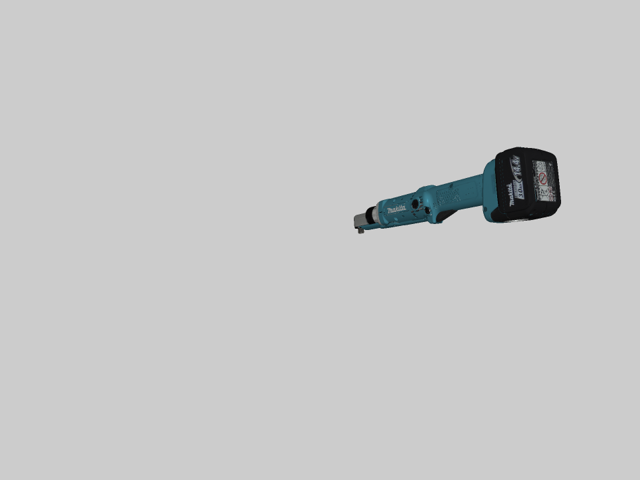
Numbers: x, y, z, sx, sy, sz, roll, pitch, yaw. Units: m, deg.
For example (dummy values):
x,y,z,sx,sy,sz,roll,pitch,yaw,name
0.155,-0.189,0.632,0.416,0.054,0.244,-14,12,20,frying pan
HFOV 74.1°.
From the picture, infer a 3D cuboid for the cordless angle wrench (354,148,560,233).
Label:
x,y,z,sx,sy,sz,roll,pitch,yaw,name
0.185,-0.060,0.734,0.074,0.098,0.424,-2,-4,-31,cordless angle wrench
